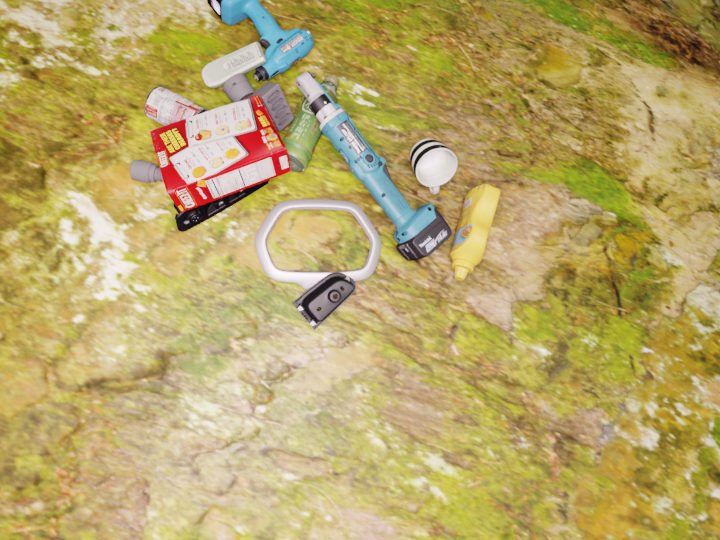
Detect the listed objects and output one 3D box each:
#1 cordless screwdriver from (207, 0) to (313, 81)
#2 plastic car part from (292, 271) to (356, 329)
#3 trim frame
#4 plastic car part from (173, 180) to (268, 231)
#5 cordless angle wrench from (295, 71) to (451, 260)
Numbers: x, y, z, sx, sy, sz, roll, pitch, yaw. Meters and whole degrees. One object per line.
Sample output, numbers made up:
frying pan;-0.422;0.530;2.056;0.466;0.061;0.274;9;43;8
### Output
cordless screwdriver;-0.239;-0.531;0.918;0.249;0.075;0.158;45;73;1
plastic car part;-0.057;0.049;0.764;0.116;0.072;0.065;-40;97;-5
trim frame;-0.081;-0.053;0.826;0.244;0.027;0.187;-1;73;-11
plastic car part;-0.272;-0.151;0.805;0.201;0.065;0.069;-40;79;-17
cordless angle wrench;0.010;-0.209;0.822;0.097;0.075;0.421;-38;92;-18
